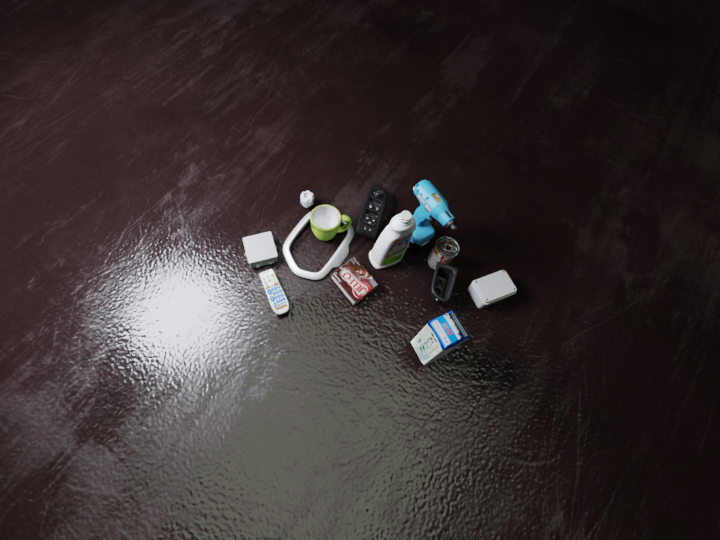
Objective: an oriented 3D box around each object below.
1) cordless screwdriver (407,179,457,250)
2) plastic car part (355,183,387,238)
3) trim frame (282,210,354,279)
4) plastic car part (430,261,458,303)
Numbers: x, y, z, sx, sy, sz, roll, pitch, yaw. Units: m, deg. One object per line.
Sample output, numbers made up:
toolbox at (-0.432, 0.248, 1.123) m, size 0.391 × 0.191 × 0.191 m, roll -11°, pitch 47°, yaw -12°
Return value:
cordless screwdriver at (0.192, -0.133, 1.217) m, size 0.073 × 0.244 × 0.165 m, roll -26°, pitch 71°, yaw -17°
plastic car part at (0.037, -0.182, 1.333) m, size 0.067 × 0.066 × 0.205 m, roll 16°, pitch 64°, yaw 2°
trim frame at (-0.127, -0.083, 1.300) m, size 0.188 × 0.027 × 0.248 m, roll 29°, pitch 66°, yaw 11°
plastic car part at (0.233, 0.045, 1.228) m, size 0.067 × 0.069 × 0.117 m, roll 20°, pitch 65°, yaw 4°
